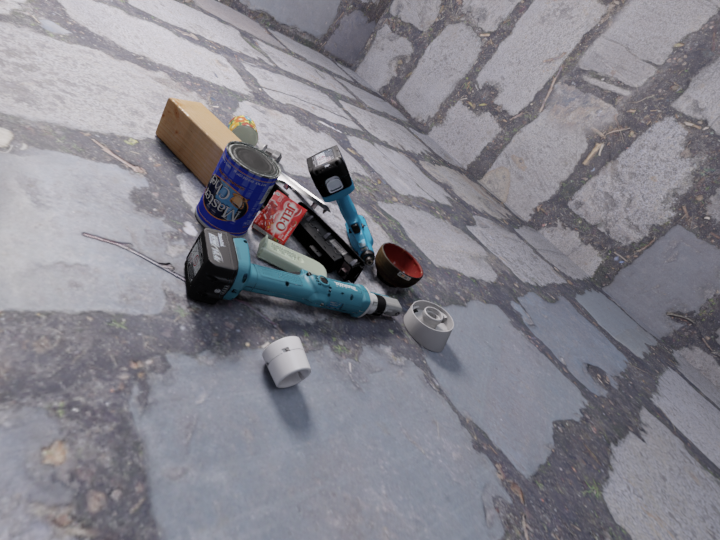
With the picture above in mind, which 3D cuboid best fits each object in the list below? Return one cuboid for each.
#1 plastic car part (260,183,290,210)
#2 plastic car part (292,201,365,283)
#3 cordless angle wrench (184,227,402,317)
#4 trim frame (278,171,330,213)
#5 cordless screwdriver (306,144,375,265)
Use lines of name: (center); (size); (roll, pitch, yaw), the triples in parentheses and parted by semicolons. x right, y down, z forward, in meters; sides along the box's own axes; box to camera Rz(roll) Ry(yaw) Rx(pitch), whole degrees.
plastic car part: (-0.197, -0.166, 0.910); (0.121, 0.066, 0.068); (43, 13, 21)
plastic car part: (-0.084, -0.055, 0.858); (0.065, 0.065, 0.212); (-24, 61, -32)
cordless angle wrench: (-0.078, 0.032, 0.714); (0.401, 0.074, 0.103); (16, 34, -36)
trim frame: (-0.162, -0.196, 0.955); (0.260, 0.027, 0.176); (40, 7, 25)
cordless screwdriver: (-0.030, -0.133, 0.911); (0.166, 0.075, 0.236); (-107, 172, -49)
